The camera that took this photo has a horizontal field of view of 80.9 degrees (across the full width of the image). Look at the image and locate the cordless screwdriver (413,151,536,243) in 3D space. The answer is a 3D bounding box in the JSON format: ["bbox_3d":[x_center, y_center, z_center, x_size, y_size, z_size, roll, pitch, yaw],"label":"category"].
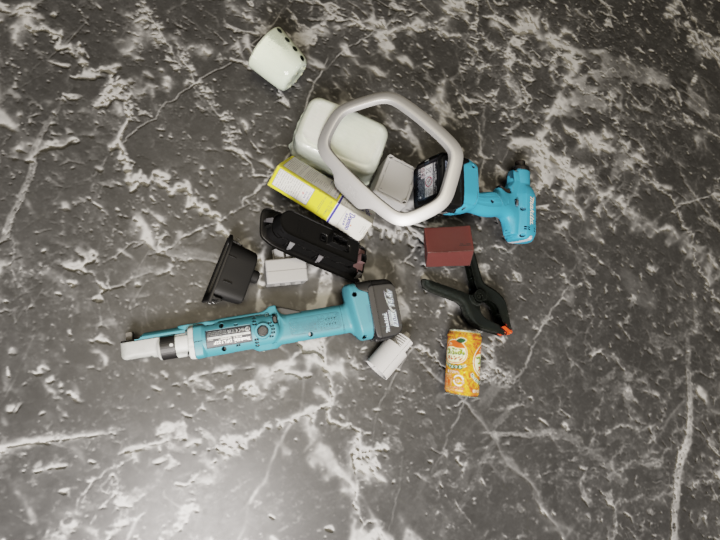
[{"bbox_3d":[0.213,-0.148,0.745,0.238,0.077,0.161,12,76,-26],"label":"cordless screwdriver"}]

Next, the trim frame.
[{"bbox_3d":[0.043,-0.181,0.672,0.184,0.027,0.256,-44,74,-1],"label":"trim frame"}]

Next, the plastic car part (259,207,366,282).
[{"bbox_3d":[-0.065,-0.043,0.668,0.194,0.069,0.067,22,71,-25],"label":"plastic car part"}]

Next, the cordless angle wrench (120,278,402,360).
[{"bbox_3d":[-0.151,0.091,0.660,0.417,0.074,0.099,-9,82,-9],"label":"cordless angle wrench"}]

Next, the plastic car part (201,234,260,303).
[{"bbox_3d":[-0.199,0.007,0.678,0.068,0.068,0.117,27,71,-22],"label":"plastic car part"}]
